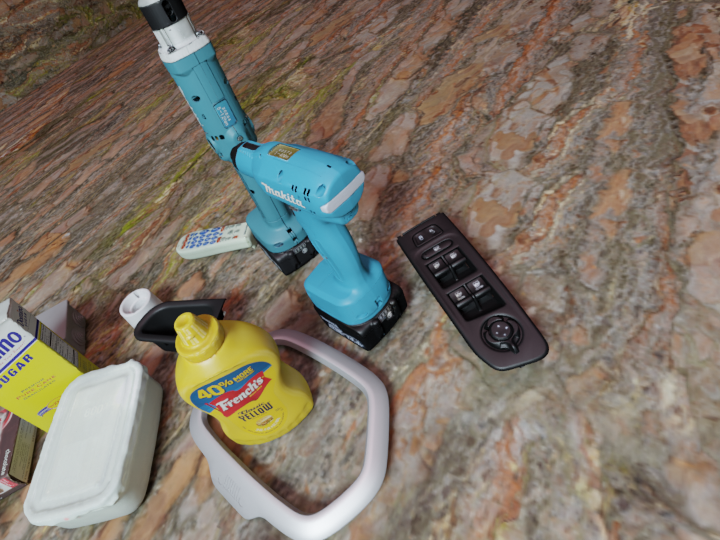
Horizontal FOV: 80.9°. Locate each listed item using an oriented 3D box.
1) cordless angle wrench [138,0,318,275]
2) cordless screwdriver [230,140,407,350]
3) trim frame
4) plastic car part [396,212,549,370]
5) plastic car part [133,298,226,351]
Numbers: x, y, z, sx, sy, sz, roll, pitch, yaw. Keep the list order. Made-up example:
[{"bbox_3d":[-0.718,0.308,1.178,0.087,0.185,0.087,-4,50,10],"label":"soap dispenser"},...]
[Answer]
[{"bbox_3d":[-0.154,-0.162,0.502,0.074,0.403,0.104,-37,46,-14],"label":"cordless angle wrench"},{"bbox_3d":[-0.044,-0.029,0.451,0.168,0.237,0.074,27,62,38],"label":"cordless screwdriver"},{"bbox_3d":[-0.082,0.156,0.448,0.262,0.026,0.183,20,60,35],"label":"trim frame"},{"bbox_3d":[0.113,0.027,0.456,0.066,0.064,0.213,-26,45,-3],"label":"plastic car part"},{"bbox_3d":[-0.221,0.081,0.547,0.120,0.067,0.067,-4,48,19],"label":"plastic car part"}]
